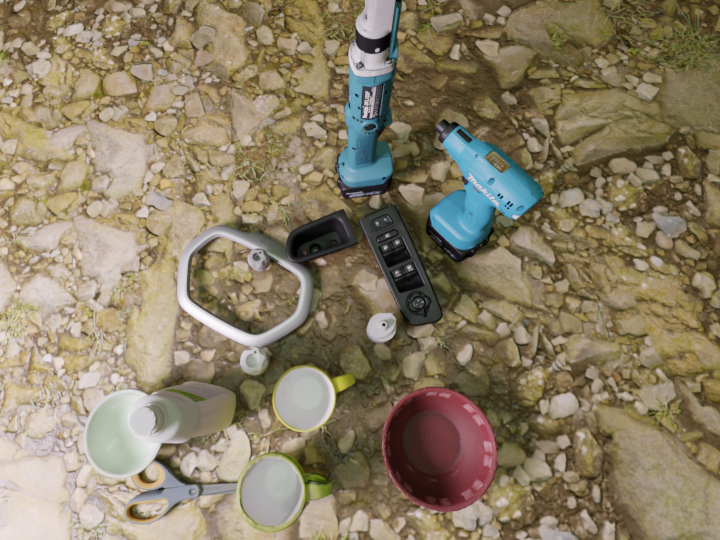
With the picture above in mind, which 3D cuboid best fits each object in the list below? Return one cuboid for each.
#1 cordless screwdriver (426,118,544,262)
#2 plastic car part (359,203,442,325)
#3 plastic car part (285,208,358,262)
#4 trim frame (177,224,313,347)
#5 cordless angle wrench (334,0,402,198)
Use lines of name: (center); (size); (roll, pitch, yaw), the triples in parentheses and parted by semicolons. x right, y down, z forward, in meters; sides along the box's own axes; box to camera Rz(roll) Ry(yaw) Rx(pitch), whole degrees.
cordless screwdriver: (0.153, -0.111, 0.634); (0.074, 0.244, 0.163); (-39, 78, -11)
plastic car part: (0.065, -0.003, 0.698); (0.066, 0.065, 0.208); (-22, 73, -6)
plastic car part: (-0.070, -0.046, 0.717); (0.116, 0.069, 0.068); (-22, 75, -5)
trim frame: (-0.200, 0.021, 0.726); (0.254, 0.027, 0.184); (25, 76, 10)
cordless angle wrench: (0.011, -0.221, 0.587); (0.098, 0.415, 0.076); (-6, 76, -4)
